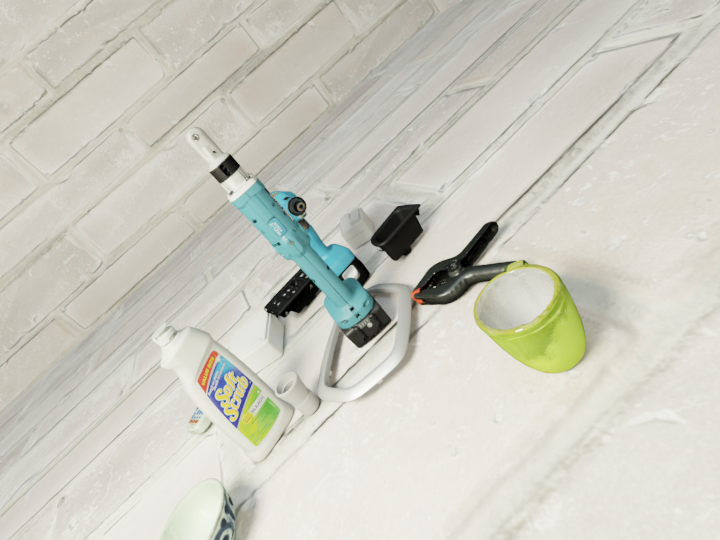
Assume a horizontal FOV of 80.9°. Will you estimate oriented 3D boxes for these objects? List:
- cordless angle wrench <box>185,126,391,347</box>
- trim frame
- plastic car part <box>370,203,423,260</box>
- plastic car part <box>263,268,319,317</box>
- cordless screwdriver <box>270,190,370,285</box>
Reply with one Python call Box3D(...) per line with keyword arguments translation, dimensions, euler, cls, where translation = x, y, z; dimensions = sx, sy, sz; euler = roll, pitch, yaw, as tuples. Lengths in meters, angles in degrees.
Box3D(translation=(-0.109, -0.048, 0.648), dimensions=(0.074, 0.407, 0.102), euler=(-41, 22, -1), cls="cordless angle wrench")
Box3D(translation=(0.005, 0.108, 0.688), dimensions=(0.188, 0.026, 0.253), euler=(-27, 30, 27), cls="trim frame")
Box3D(translation=(0.075, -0.065, 0.806), dimensions=(0.116, 0.068, 0.069), euler=(-52, 26, -21), cls="plastic car part")
Box3D(translation=(-0.116, 0.030, 0.922), dimensions=(0.069, 0.064, 0.202), euler=(-1, 47, 55), cls="plastic car part")
Box3D(translation=(-0.078, -0.051, 0.799), dimensions=(0.074, 0.239, 0.166), euler=(-47, 24, -13), cls="cordless screwdriver")
